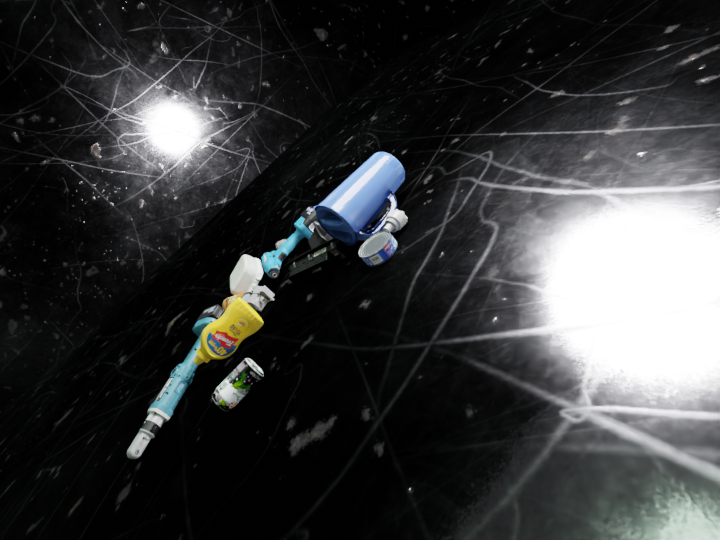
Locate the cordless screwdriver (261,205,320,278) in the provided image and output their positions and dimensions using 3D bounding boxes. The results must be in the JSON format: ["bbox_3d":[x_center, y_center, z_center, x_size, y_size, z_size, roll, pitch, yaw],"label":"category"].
[{"bbox_3d":[-0.204,-0.081,1.301,0.249,0.071,0.165,-44,25,2],"label":"cordless screwdriver"}]

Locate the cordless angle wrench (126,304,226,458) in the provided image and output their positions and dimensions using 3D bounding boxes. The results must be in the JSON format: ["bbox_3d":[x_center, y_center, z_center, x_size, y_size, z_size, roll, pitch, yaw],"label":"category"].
[{"bbox_3d":[-0.465,0.276,1.099,0.101,0.071,0.427,-22,33,36],"label":"cordless angle wrench"}]

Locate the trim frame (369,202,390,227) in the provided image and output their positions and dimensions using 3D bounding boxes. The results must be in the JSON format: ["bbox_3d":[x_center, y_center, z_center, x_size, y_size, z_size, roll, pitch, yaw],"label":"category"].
[{"bbox_3d":[0.000,-0.164,1.202,0.183,0.026,0.259,-49,25,-14],"label":"trim frame"}]

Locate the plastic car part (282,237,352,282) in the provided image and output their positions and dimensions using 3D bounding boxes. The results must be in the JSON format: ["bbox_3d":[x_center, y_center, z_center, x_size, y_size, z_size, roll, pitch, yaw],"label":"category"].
[{"bbox_3d":[-0.119,-0.015,1.099,0.209,0.062,0.069,-20,57,36],"label":"plastic car part"}]

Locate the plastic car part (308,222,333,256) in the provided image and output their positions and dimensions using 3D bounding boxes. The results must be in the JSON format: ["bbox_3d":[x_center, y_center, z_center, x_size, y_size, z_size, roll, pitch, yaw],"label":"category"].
[{"bbox_3d":[-0.117,-0.077,1.196,0.071,0.063,0.121,-51,25,15],"label":"plastic car part"}]
